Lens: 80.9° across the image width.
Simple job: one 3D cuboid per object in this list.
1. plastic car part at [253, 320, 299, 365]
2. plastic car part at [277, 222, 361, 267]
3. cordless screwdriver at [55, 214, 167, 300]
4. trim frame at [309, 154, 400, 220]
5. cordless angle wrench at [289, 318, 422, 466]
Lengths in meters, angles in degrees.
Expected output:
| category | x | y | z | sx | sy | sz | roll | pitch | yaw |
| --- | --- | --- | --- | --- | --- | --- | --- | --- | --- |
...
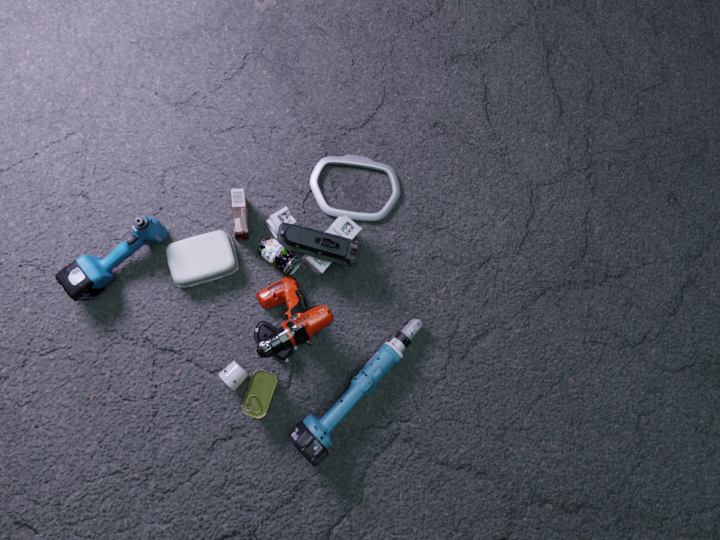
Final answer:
| category | x | y | z | sx | sy | sz | roll | pitch | yaw |
| --- | --- | --- | --- | --- | --- | --- | --- | --- | --- |
| plastic car part | -0.207 | 0.172 | 1.014 | 0.116 | 0.071 | 0.066 | 37 | 76 | -5 |
| plastic car part | -0.096 | -0.063 | 0.985 | 0.202 | 0.067 | 0.066 | 15 | 86 | -2 |
| cordless screwdriver | -0.563 | -0.036 | 0.961 | 0.247 | 0.160 | 0.074 | -40 | 92 | -11 |
| trim frame | -0.013 | -0.225 | 1.136 | 0.246 | 0.027 | 0.186 | 5 | 80 | -5 |
| cordless angle wrench | 0.008 | 0.269 | 1.017 | 0.420 | 0.099 | 0.074 | -45 | 95 | -16 |
